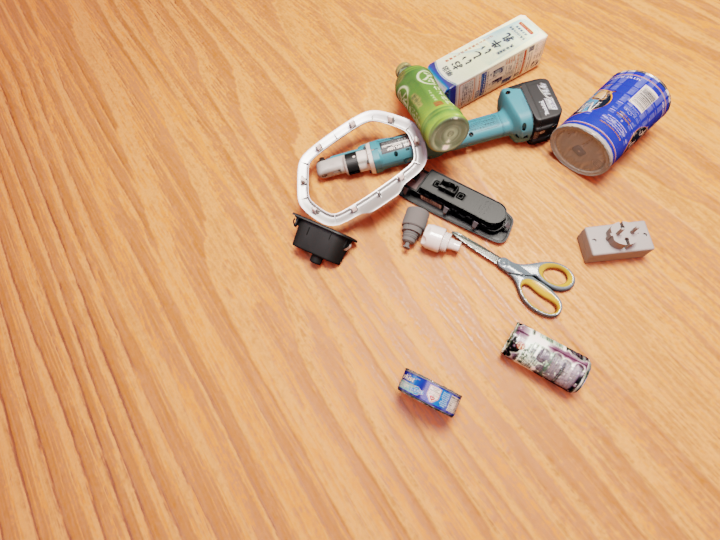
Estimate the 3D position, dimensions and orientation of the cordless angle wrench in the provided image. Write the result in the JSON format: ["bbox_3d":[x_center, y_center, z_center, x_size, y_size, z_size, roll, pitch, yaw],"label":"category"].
[{"bbox_3d":[0.123,-0.234,0.768,0.429,0.071,0.101,-13,68,10],"label":"cordless angle wrench"}]

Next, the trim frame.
[{"bbox_3d":[-0.004,-0.185,0.747,0.249,0.026,0.191,-33,69,4],"label":"trim frame"}]

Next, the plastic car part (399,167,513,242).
[{"bbox_3d":[0.166,-0.122,0.720,0.210,0.065,0.066,34,73,19],"label":"plastic car part"}]

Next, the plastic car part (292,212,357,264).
[{"bbox_3d":[-0.073,-0.048,0.750,0.120,0.064,0.071,28,93,16],"label":"plastic car part"}]
